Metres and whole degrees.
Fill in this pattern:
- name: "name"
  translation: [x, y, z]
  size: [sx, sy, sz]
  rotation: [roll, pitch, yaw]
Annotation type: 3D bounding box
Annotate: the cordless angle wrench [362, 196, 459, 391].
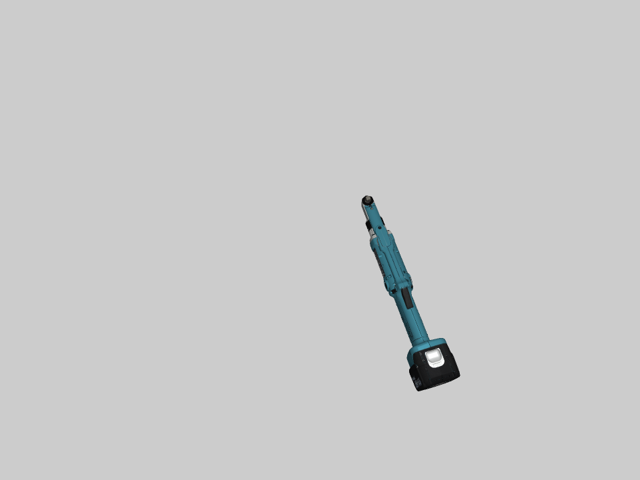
- name: "cordless angle wrench"
  translation: [0.162, 0.089, 0.882]
  size: [0.074, 0.422, 0.098]
  rotation: [-16, -25, -5]
